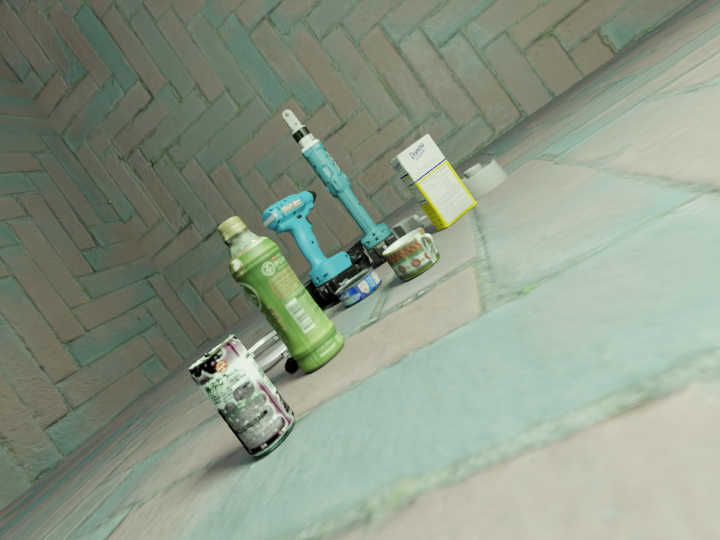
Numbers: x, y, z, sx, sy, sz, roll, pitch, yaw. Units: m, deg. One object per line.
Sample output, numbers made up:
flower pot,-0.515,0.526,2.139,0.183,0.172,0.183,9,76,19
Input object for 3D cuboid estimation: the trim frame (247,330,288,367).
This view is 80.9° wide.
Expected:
trim frame,-0.184,0.158,0.839,0.182,0.027,0.252,-38,7,-13

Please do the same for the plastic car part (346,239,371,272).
plastic car part,-0.008,-0.023,1.040,0.067,0.067,0.203,-36,6,6

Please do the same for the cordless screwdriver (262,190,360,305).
cordless screwdriver,-0.091,-0.059,0.927,0.076,0.248,0.156,-35,2,44

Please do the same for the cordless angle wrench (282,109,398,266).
cordless angle wrench,-0.054,-0.203,0.995,0.075,0.422,0.097,-36,1,7

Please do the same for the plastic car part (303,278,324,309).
plastic car part,-0.117,0.065,0.964,0.116,0.071,0.067,-37,3,-11
